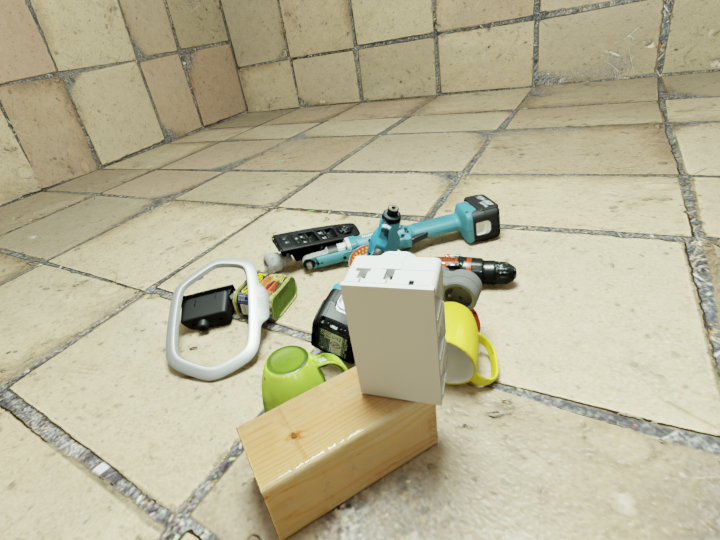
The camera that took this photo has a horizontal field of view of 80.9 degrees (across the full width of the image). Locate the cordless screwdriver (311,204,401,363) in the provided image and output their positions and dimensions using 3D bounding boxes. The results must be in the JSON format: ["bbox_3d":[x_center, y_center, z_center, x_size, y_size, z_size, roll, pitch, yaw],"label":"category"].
[{"bbox_3d":[0.007,0.013,0.684,0.076,0.155,0.249,21,46,10],"label":"cordless screwdriver"}]

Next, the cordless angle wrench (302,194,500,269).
[{"bbox_3d":[0.080,-0.069,0.913,0.423,0.072,0.101,-14,29,0],"label":"cordless angle wrench"}]

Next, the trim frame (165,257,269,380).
[{"bbox_3d":[-0.252,0.076,0.746,0.185,0.026,0.259,-16,49,2],"label":"trim frame"}]

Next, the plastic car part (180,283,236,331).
[{"bbox_3d":[-0.288,0.081,0.800,0.116,0.063,0.074,-14,43,-1],"label":"plastic car part"}]

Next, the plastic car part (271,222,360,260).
[{"bbox_3d":[-0.093,-0.061,0.949,0.198,0.065,0.070,-17,33,-20],"label":"plastic car part"}]
